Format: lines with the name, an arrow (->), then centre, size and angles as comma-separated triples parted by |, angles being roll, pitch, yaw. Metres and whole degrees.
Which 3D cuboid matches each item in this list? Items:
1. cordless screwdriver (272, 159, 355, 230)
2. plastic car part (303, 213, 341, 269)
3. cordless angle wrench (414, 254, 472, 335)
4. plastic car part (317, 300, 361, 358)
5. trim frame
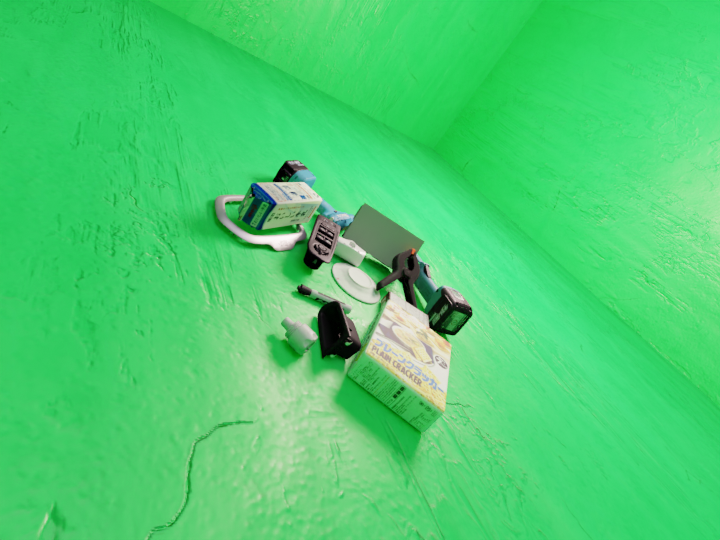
cordless screwdriver -> -0.120, -0.205, 1.190 | 0.256, 0.075, 0.154 | 46, 27, 15
plastic car part -> -0.095, -0.062, 0.968 | 0.065, 0.067, 0.207 | 37, 21, -15
cordless angle wrench -> 0.153, -0.002, 1.149 | 0.071, 0.098, 0.443 | 20, 25, -30
plastic car part -> -0.033, 0.112, 0.763 | 0.068, 0.066, 0.121 | 40, 18, -27
trim frame -> -0.223, -0.113, 0.960 | 0.192, 0.027, 0.239 | 43, 25, 21
